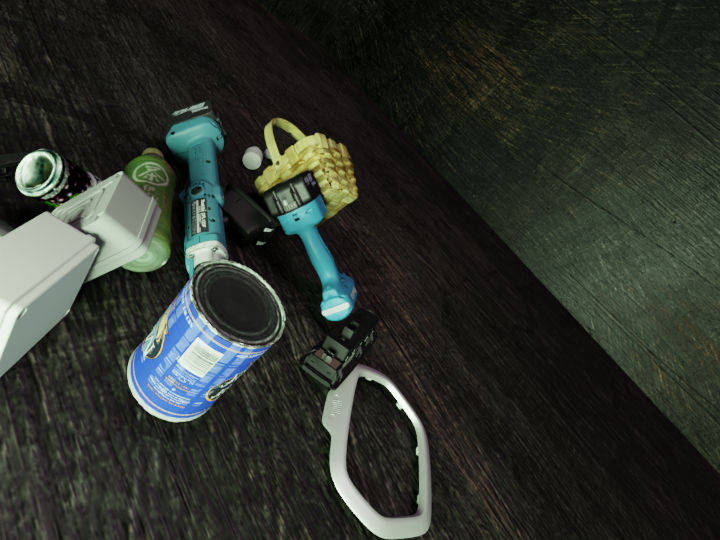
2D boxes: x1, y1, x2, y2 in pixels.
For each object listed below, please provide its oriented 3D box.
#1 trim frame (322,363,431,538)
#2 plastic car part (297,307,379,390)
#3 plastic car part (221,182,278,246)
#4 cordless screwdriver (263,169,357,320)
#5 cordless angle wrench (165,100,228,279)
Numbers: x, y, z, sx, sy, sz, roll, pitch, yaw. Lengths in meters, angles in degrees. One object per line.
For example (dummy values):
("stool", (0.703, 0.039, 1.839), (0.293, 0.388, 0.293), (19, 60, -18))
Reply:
("trim frame", (0.027, 0.234, 0.581), (0.180, 0.028, 0.252), (38, 28, -12))
("plastic car part", (-0.020, 0.106, 0.664), (0.069, 0.066, 0.198), (23, 17, 16))
("plastic car part", (-0.207, -0.086, 0.710), (0.118, 0.066, 0.070), (41, 40, 5))
("cordless screwdriver", (-0.072, -0.047, 0.740), (0.159, 0.075, 0.246), (-59, 125, -76))
("cordless angle wrench", (-0.241, -0.105, 0.645), (0.071, 0.098, 0.441), (74, -2, -54))
